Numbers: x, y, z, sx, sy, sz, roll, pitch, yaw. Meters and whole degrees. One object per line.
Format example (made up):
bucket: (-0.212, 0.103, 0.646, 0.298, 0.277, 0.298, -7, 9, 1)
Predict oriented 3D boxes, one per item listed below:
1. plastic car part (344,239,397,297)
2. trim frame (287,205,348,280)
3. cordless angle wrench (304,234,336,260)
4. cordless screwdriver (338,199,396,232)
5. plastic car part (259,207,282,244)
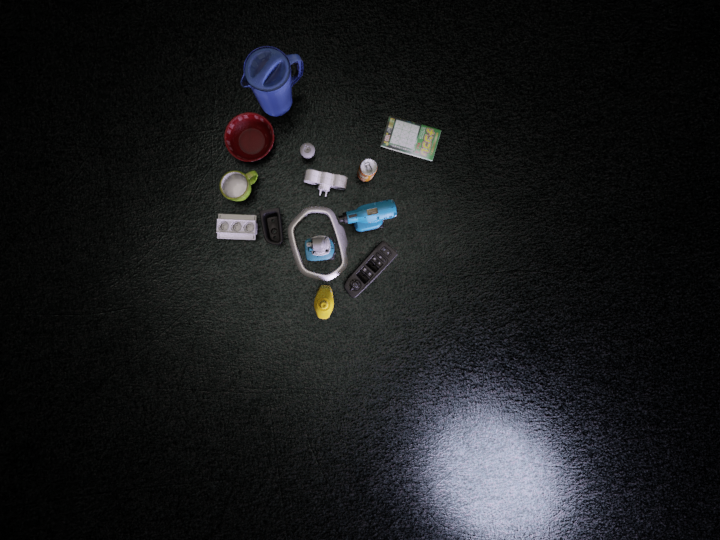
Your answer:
plastic car part: (0.025, -0.002, 1.348, 0.066, 0.067, 0.203, 43, 88, -1)
trim frame: (-0.134, -0.088, 1.374, 0.184, 0.027, 0.249, -17, 87, 0)
cordless angle wrench: (-0.113, -0.065, 1.175, 0.098, 0.424, 0.074, -5, 91, -4)
cordless screwdriver: (0.009, -0.159, 1.265, 0.159, 0.249, 0.074, -12, 92, -3)
plastic car part: (-0.281, -0.136, 1.356, 0.066, 0.071, 0.117, -9, 88, -2)
